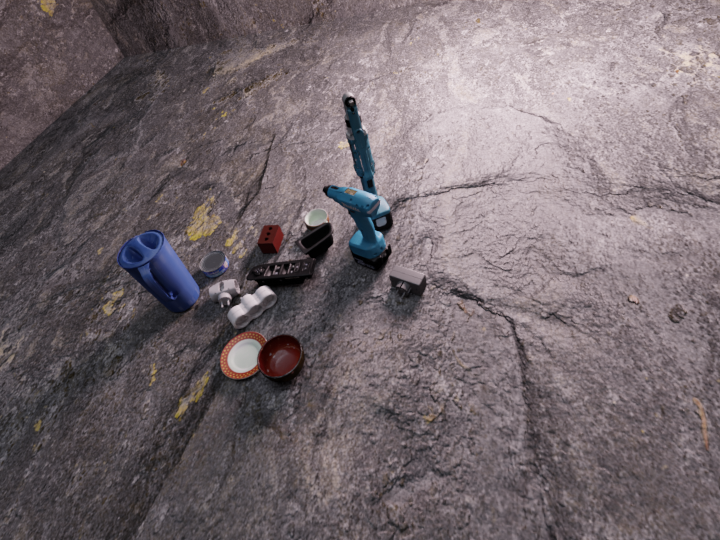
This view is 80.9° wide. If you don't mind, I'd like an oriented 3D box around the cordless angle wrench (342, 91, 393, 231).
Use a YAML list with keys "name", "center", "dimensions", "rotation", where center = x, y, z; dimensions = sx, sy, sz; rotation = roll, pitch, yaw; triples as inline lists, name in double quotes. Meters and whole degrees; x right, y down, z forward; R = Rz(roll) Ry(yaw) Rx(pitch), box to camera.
- name: "cordless angle wrench"
  center: [0.011, -0.275, 1.114]
  dimensions: [0.074, 0.403, 0.103]
  rotation: [-21, 48, -2]

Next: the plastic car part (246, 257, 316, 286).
- name: "plastic car part"
  center: [-0.218, 0.011, 1.181]
  dimensions: [0.208, 0.064, 0.068]
  rotation: [-3, 50, 17]

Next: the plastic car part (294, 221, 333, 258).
- name: "plastic car part"
  center: [-0.119, -0.078, 1.219]
  dimensions: [0.115, 0.067, 0.070]
  rotation: [-33, 49, -11]

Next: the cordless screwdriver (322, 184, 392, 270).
- name: "cordless screwdriver"
  center: [-0.009, -0.118, 1.100]
  dimensions: [0.168, 0.237, 0.074]
  rotation: [26, 61, 33]
